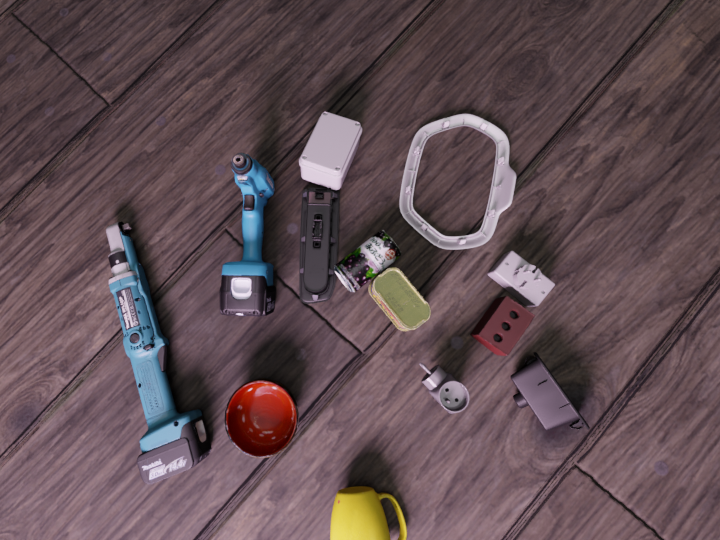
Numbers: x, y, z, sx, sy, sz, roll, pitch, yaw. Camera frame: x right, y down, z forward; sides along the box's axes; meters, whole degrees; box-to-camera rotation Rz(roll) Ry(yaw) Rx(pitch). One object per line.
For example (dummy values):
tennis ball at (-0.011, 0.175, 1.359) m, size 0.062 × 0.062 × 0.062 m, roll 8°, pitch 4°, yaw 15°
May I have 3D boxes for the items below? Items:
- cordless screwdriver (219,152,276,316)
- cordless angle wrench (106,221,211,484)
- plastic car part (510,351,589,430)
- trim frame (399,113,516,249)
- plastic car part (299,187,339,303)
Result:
cordless screwdriver at (-0.178, -0.054, 0.669) m, size 0.075 × 0.157 × 0.251 m, roll 1°, pitch 82°, yaw 0°
cordless angle wrench at (-0.357, 0.113, 0.699) m, size 0.098 × 0.073 × 0.432 m, roll -22°, pitch 77°, yaw -1°
plastic car part at (0.273, 0.191, 0.642) m, size 0.071 × 0.064 × 0.119 m, roll -37°, pitch 77°, yaw 10°
trim frame at (0.168, -0.157, 0.728) m, size 0.186 × 0.027 × 0.250 m, roll 13°, pitch 79°, yaw 6°
plastic car part at (-0.069, -0.045, 0.710) m, size 0.066 × 0.067 × 0.204 m, roll 3°, pitch 83°, yaw -6°
